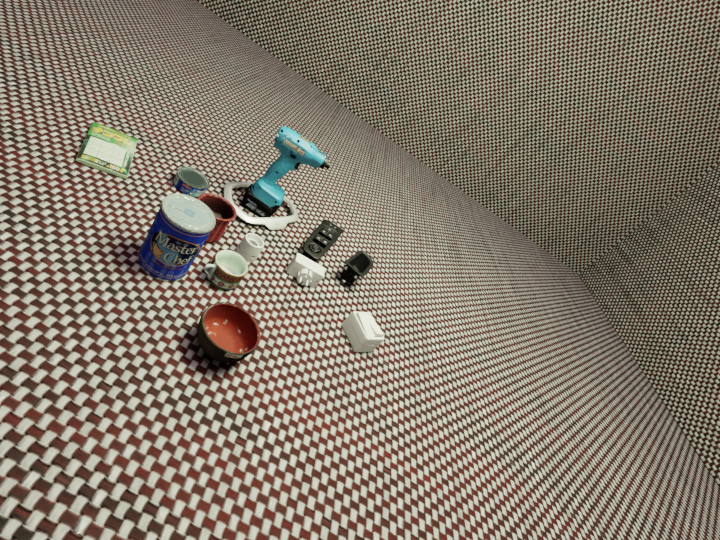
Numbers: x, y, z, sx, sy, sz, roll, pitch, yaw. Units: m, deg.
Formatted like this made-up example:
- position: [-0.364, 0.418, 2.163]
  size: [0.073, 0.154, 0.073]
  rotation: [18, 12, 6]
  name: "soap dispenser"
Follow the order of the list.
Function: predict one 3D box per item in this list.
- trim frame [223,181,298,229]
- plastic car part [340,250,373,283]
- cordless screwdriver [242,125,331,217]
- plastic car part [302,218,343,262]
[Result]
- position: [-0.279, -0.187, 1.195]
  size: [0.191, 0.027, 0.238]
  rotation: [49, 31, 20]
  name: "trim frame"
- position: [-0.015, -0.003, 1.177]
  size: [0.067, 0.071, 0.114]
  rotation: [42, 29, 4]
  name: "plastic car part"
- position: [-0.202, -0.245, 1.135]
  size: [0.155, 0.250, 0.076]
  rotation: [33, 30, -13]
  name: "cordless screwdriver"
- position: [-0.115, -0.075, 1.175]
  size: [0.066, 0.067, 0.203]
  rotation: [37, 29, -4]
  name: "plastic car part"
